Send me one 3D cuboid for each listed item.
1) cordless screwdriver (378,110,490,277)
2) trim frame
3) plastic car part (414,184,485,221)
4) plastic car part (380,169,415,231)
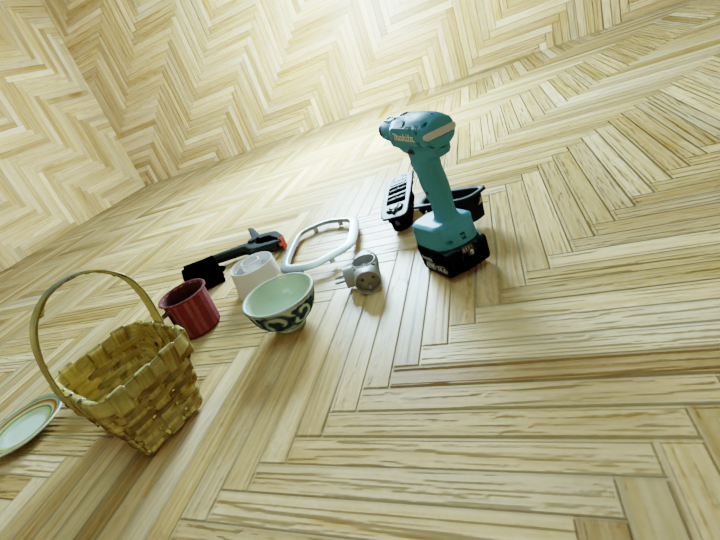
[{"bbox_3d":[0.102,-0.120,0.646,0.073,0.240,0.167,-27,25,-14],"label":"cordless screwdriver"},{"bbox_3d":[-0.090,-0.059,0.917,0.187,0.026,0.253,-17,27,12],"label":"trim frame"},{"bbox_3d":[0.169,-0.107,0.761,0.122,0.068,0.065,1,33,39],"label":"plastic car part"},{"bbox_3d":[0.084,-0.142,0.893,0.068,0.064,0.205,-13,28,19],"label":"plastic car part"}]
